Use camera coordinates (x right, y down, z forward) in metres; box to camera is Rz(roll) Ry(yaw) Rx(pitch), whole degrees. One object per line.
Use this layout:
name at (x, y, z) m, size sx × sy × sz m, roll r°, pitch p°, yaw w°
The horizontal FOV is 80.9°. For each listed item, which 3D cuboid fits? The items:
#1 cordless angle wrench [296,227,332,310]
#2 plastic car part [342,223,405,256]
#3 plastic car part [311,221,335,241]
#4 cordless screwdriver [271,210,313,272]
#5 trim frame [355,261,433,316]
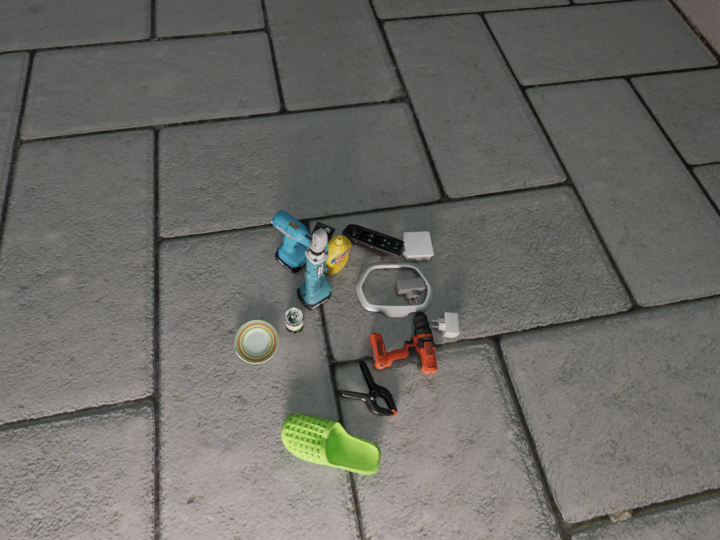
cordless angle wrench at (-0.121, -0.002, 1.150) m, size 0.096 × 0.415 × 0.077 m, roll -32°, pitch 74°, yaw -19°
plastic car part at (0.039, -0.096, 1.398) m, size 0.206 × 0.065 × 0.066 m, roll 23°, pitch 65°, yaw 8°
plastic car part at (-0.135, -0.089, 1.384) m, size 0.067 × 0.069 × 0.117 m, roll 21°, pitch 65°, yaw 5°
cordless screwdriver at (-0.190, -0.069, 1.275) m, size 0.163 × 0.244 × 0.074 m, roll 38°, pitch 67°, yaw 11°
trim frame at (0.108, 0.057, 1.346) m, size 0.247 × 0.027 × 0.189 m, roll 0°, pitch 64°, yaw -3°
